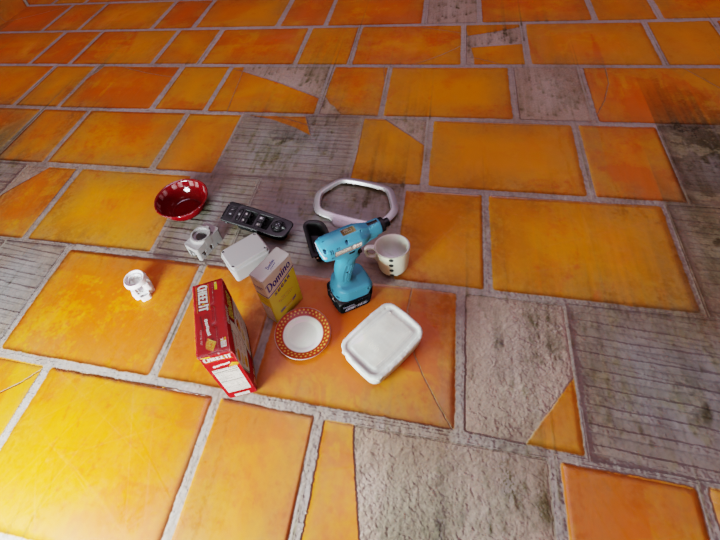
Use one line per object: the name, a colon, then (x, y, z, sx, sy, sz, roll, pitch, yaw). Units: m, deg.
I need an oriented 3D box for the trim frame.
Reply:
trim frame: (-0.015, -0.191, 1.200, 0.257, 0.026, 0.185, 16, 57, 19)

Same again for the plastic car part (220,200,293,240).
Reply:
plastic car part: (-0.281, -0.126, 1.165, 0.210, 0.064, 0.067, 16, 57, 18)

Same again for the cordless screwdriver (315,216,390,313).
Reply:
cordless screwdriver: (-0.009, -0.014, 0.934, 0.157, 0.240, 0.078, -23, 56, -12)

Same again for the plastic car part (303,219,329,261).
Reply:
plastic car part: (-0.107, -0.070, 1.097, 0.065, 0.068, 0.122, -17, 54, -8)
